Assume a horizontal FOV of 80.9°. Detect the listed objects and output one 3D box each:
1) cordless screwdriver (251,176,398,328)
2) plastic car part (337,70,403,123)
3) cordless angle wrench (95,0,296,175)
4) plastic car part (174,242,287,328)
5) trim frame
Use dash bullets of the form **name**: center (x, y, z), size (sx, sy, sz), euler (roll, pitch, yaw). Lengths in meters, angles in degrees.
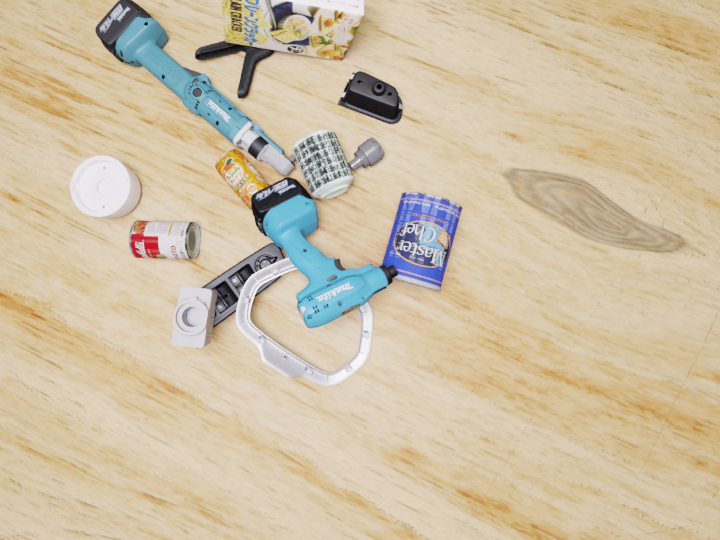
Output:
- **cordless screwdriver**: center (-0.066, -0.043, 0.676), size (0.157, 0.072, 0.260), euler (-26, 61, -13)
- **plastic car part**: center (0.024, -0.309, 0.738), size (0.118, 0.070, 0.066), euler (25, 90, 7)
- **cordless angle wrench**: center (-0.286, -0.313, 0.762), size (0.426, 0.074, 0.098), euler (41, 89, 3)
- **plastic car part**: center (-0.212, 0.033, 0.729), size (0.202, 0.066, 0.068), euler (-37, 80, -4)
- **trim frame**: center (-0.088, 0.088, 0.711), size (0.243, 0.028, 0.184), euler (37, 85, -11)
